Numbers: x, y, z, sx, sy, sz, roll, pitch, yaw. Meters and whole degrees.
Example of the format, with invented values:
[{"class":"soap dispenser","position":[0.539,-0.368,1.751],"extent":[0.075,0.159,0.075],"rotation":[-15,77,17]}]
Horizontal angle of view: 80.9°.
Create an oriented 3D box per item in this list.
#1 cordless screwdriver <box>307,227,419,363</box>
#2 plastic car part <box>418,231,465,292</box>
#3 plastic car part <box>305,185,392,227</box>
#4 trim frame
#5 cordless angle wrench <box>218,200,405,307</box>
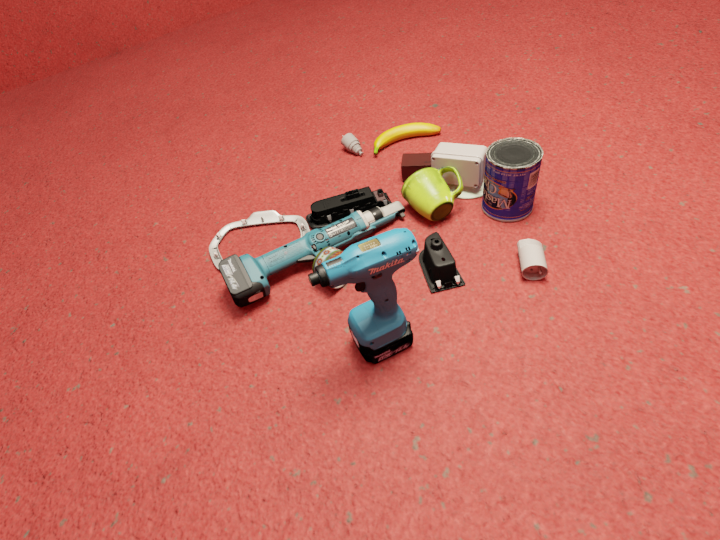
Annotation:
[{"class":"cordless screwdriver","position":[0.008,0.052,0.662],"extent":[0.157,0.239,0.078],"rotation":[-20,47,-13]},{"class":"plastic car part","position":[0.149,-0.026,0.813],"extent":[0.066,0.068,0.121],"rotation":[-14,50,-1]},{"class":"plastic car part","position":[-0.032,-0.150,0.982],"extent":[0.203,0.064,0.069],"rotation":[-18,54,2]},{"class":"trim frame","position":[-0.239,-0.072,0.988],"extent":[0.253,0.026,0.189],"rotation":[-6,47,12]},{"class":"cordless angle wrench","position":[-0.088,-0.058,0.902],"extent":[0.417,0.073,0.101],"rotation":[-26,70,-14]}]
